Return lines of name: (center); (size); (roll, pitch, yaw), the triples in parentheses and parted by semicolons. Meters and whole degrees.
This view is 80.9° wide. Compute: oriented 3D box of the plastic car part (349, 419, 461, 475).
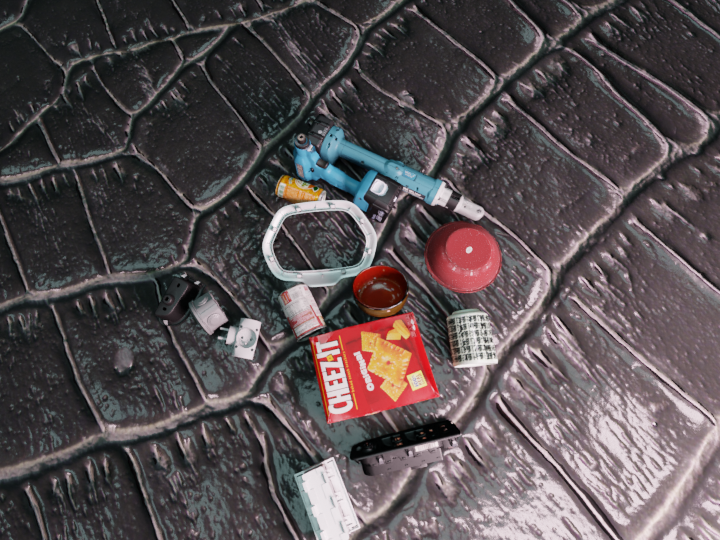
plastic car part: (0.081, 0.329, 0.776); (0.203, 0.067, 0.066); (-10, 99, 0)

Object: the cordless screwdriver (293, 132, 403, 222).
cordless screwdriver: (-0.035, -0.203, 0.908); (0.254, 0.156, 0.074); (29, 77, 10)

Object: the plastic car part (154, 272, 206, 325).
plastic car part: (-0.392, 0.061, 0.896); (0.067, 0.069, 0.117); (24, 72, 10)

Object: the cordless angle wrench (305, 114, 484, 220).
cordless angle wrench: (0.073, -0.215, 0.940); (0.431, 0.096, 0.074); (27, 79, 9)

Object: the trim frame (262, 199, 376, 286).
trim frame: (-0.089, -0.058, 0.913); (0.249, 0.027, 0.184); (-4, 89, 2)
